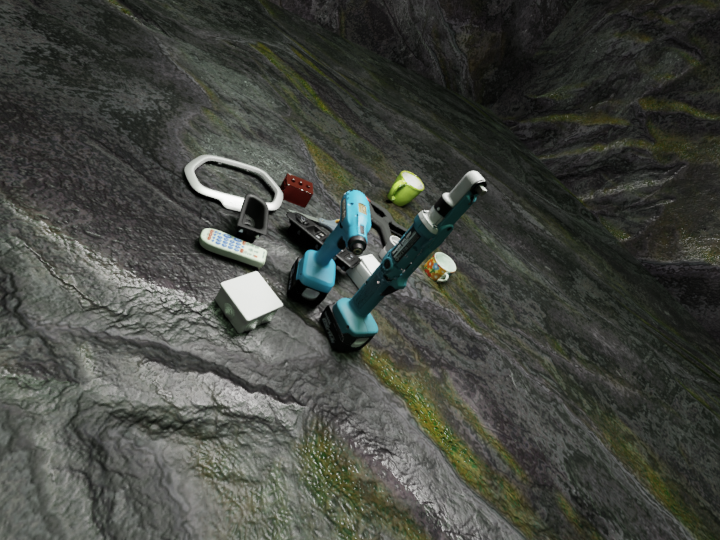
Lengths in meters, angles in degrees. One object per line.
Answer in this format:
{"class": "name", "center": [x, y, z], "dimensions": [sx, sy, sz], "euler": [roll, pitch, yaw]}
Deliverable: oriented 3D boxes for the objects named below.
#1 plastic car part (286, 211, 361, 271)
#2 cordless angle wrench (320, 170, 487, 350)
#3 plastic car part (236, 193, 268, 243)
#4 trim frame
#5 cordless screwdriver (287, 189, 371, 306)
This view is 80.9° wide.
{"class": "plastic car part", "center": [-0.097, -0.063, 0.990], "dimensions": [0.207, 0.067, 0.065], "euler": [42, 35, 10]}
{"class": "cordless angle wrench", "center": [0.066, -0.007, 0.744], "dimensions": [0.071, 0.424, 0.102], "euler": [5, 47, -38]}
{"class": "plastic car part", "center": [-0.241, -0.104, 0.921], "dimensions": [0.063, 0.071, 0.121], "euler": [20, 38, -22]}
{"class": "trim frame", "center": [-0.305, -0.213, 1.035], "dimensions": [0.237, 0.027, 0.192], "euler": [11, 41, -29]}
{"class": "cordless screwdriver", "center": [-0.059, -0.022, 0.814], "dimensions": [0.072, 0.249, 0.164], "euler": [23, 38, -21]}
